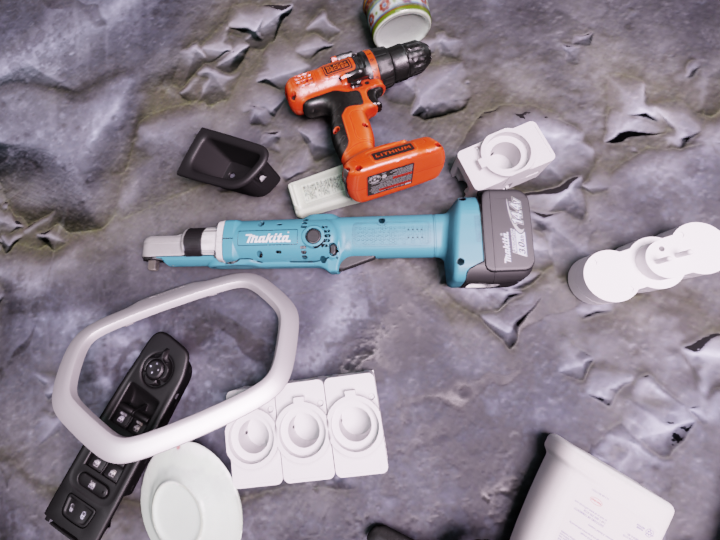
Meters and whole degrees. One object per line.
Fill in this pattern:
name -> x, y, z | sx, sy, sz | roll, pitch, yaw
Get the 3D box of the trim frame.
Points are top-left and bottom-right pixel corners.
trim frame -> -0.181, 0.083, 0.435 | 0.244, 0.027, 0.194 | -22, 53, -17

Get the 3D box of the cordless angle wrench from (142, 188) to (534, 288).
cordless angle wrench -> -0.046, -0.030, 0.469 | 0.430, 0.072, 0.099 | -1, 78, 10

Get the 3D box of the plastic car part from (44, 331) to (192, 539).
plastic car part -> -0.236, 0.168, 0.447 | 0.069, 0.064, 0.204 | 17, 76, 21

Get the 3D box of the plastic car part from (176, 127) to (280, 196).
plastic car part -> -0.144, -0.116, 0.498 | 0.122, 0.067, 0.066 | 22, 82, 26
